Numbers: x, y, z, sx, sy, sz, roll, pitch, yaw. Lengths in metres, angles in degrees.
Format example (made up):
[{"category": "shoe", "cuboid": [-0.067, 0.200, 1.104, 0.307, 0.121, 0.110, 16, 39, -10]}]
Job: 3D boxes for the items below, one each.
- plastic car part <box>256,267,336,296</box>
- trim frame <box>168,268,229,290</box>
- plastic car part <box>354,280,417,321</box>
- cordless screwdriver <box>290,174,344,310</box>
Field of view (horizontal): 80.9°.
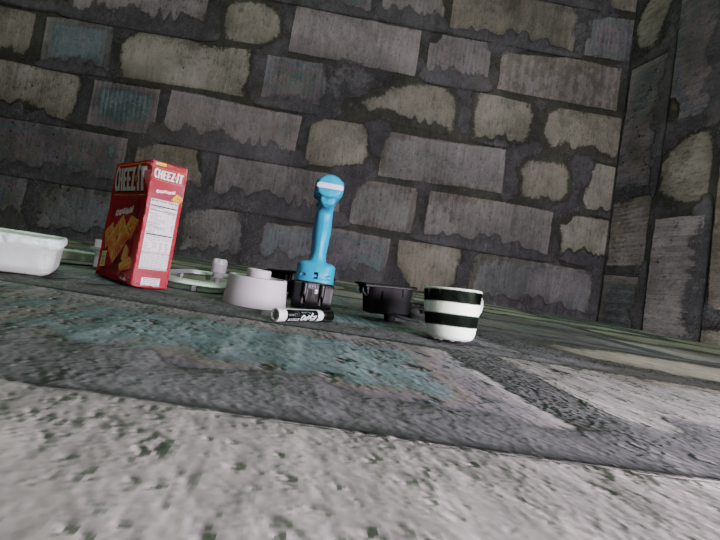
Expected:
[{"category": "plastic car part", "cuboid": [-0.156, 0.027, 0.964, 0.213, 0.067, 0.063, 9, -1, 36]}, {"category": "trim frame", "cuboid": [-0.323, 0.021, 0.884, 0.187, 0.027, 0.245, 9, 0, 5]}, {"category": "plastic car part", "cuboid": [0.050, 0.059, 0.791, 0.114, 0.071, 0.067, 9, -1, -14]}, {"category": "cordless screwdriver", "cuboid": [-0.080, -0.052, 0.816, 0.074, 0.249, 0.160, 9, -2, -7]}]
